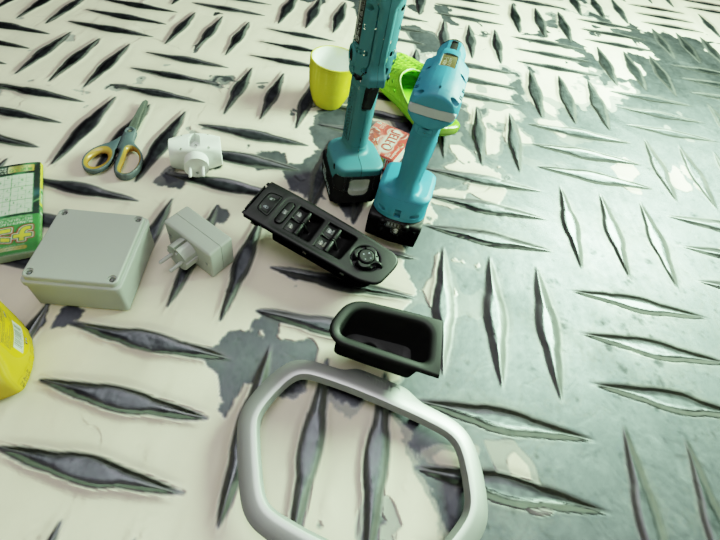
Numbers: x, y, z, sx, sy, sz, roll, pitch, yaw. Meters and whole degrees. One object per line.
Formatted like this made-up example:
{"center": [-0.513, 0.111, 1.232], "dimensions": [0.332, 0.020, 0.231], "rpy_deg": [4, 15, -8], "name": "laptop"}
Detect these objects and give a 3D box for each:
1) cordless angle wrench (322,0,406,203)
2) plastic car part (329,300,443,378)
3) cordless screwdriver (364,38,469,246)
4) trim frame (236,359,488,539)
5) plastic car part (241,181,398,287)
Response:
{"center": [0.014, -0.257, 0.509], "dimensions": [0.073, 0.414, 0.102], "rpy_deg": [-4, 54, -15], "name": "cordless angle wrench"}
{"center": [0.022, 0.081, 0.461], "dimensions": [0.117, 0.069, 0.067], "rpy_deg": [14, 52, 3], "name": "plastic car part"}
{"center": [0.076, -0.158, 0.546], "dimensions": [0.075, 0.243, 0.161], "rpy_deg": [19, 52, 3], "name": "cordless screwdriver"}
{"center": [-0.001, 0.182, 0.406], "dimensions": [0.252, 0.027, 0.186], "rpy_deg": [18, 52, 8], "name": "trim frame"}
{"center": [-0.054, -0.035, 0.547], "dimensions": [0.209, 0.065, 0.066], "rpy_deg": [27, 53, 14], "name": "plastic car part"}
